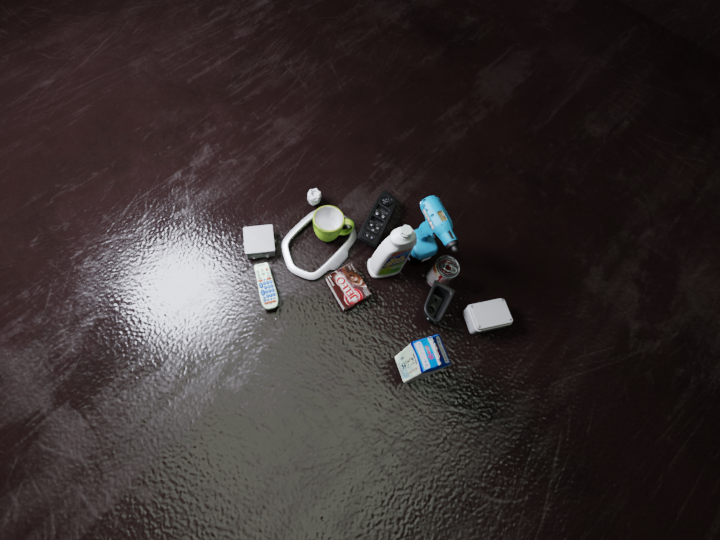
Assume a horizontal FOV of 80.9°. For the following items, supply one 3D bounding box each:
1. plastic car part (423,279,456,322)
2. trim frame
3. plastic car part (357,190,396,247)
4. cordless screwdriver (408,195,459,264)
[{"bbox_3d":[0.210,0.098,1.198,0.067,0.070,0.116,28,67,6],"label":"plastic car part"},{"bbox_3d":[-0.125,-0.082,1.283,0.189,0.027,0.247,38,69,13],"label":"trim frame"},{"bbox_3d":[0.054,-0.156,1.305,0.067,0.066,0.204,24,67,5],"label":"plastic car part"},{"bbox_3d":[0.195,-0.084,1.183,0.073,0.245,0.164,-18,71,-15],"label":"cordless screwdriver"}]
